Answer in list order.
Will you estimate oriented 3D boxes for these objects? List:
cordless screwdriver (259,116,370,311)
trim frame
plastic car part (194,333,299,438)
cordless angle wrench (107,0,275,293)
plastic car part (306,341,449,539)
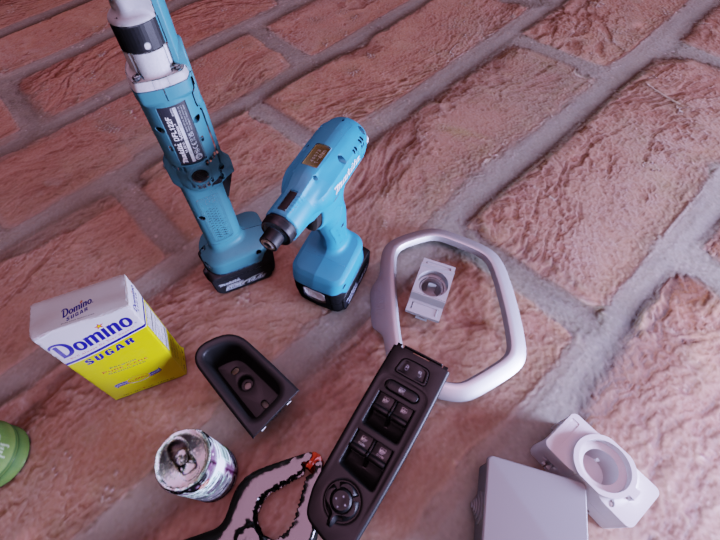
[{"bbox_3d":[-0.047,-0.031,0.480,0.077,0.241,0.159,22,60,13],"label":"cordless screwdriver"},{"bbox_3d":[0.106,0.044,0.546,0.185,0.026,0.256,-3,56,3],"label":"trim frame"},{"bbox_3d":[-0.130,0.129,0.484,0.122,0.068,0.065,37,65,24],"label":"plastic car part"},{"bbox_3d":[-0.173,-0.116,0.447,0.097,0.409,0.078,-20,60,-13],"label":"cordless angle wrench"},{"bbox_3d":[0.016,0.179,0.440,0.069,0.065,0.202,27,62,18],"label":"plastic car part"}]
